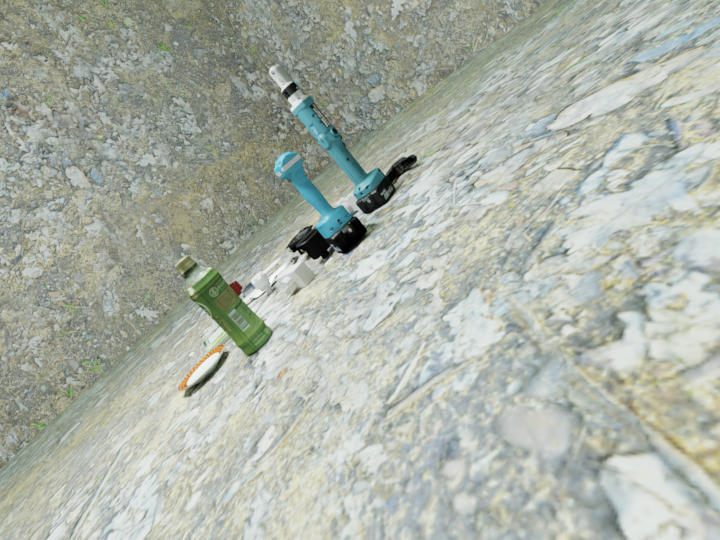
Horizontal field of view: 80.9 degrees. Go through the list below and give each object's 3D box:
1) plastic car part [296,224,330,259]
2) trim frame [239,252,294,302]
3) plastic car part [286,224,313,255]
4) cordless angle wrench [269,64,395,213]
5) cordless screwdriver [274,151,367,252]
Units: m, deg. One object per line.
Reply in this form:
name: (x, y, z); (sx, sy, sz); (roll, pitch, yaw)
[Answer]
plastic car part: (-0.100, -0.065, 1.023); (0.068, 0.069, 0.116); (-27, 20, 45)
trim frame: (-0.288, 0.028, 1.273); (0.249, 0.027, 0.188); (-39, 16, 6)
plastic car part: (-0.157, -0.087, 1.211); (0.067, 0.065, 0.206); (-38, 16, 10)
cordless angle wrench: (-0.078, -0.329, 1.043); (0.076, 0.414, 0.097); (-31, 15, 42)
cordless screwdriver: (-0.103, -0.154, 0.949); (0.074, 0.243, 0.163); (-42, 13, -9)
